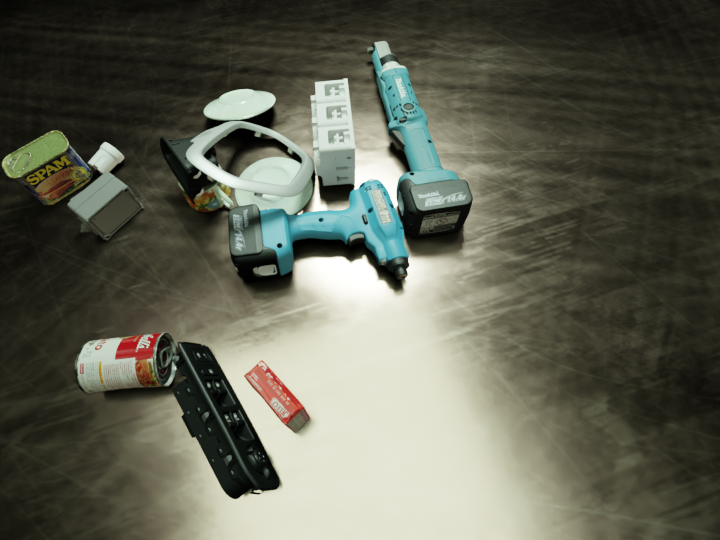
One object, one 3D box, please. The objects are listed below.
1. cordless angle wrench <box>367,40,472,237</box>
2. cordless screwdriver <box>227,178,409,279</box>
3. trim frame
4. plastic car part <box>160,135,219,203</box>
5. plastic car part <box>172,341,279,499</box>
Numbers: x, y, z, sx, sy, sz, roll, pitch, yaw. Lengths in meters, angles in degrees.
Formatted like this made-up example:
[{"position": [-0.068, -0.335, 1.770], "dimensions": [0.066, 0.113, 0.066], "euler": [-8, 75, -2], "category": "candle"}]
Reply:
[{"position": [0.077, -0.254, 0.713], "dimensions": [0.098, 0.072, 0.438], "euler": [-10, 60, -3], "category": "cordless angle wrench"}, {"position": [-0.060, -0.039, 0.609], "dimensions": [0.246, 0.072, 0.165], "euler": [-13, 63, -7], "category": "cordless screwdriver"}, {"position": [-0.163, -0.175, 0.647], "dimensions": [0.182, 0.027, 0.253], "euler": [22, 34, -7], "category": "trim frame"}, {"position": [-0.253, -0.170, 0.645], "dimensions": [0.069, 0.064, 0.122], "euler": [-22, 59, -26], "category": "plastic car part"}, {"position": [-0.173, 0.182, 0.507], "dimensions": [0.067, 0.064, 0.212], "euler": [-41, 67, -6], "category": "plastic car part"}]
